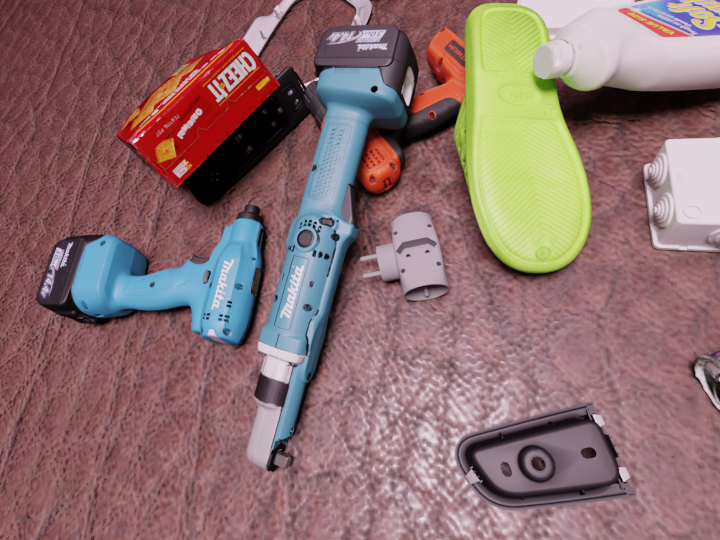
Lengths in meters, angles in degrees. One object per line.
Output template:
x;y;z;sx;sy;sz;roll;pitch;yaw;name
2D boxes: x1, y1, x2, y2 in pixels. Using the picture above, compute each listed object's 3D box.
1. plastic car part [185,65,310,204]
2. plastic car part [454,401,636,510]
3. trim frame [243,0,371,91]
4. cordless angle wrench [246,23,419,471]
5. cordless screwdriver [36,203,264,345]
-0.155;-0.177;0.550;0.071;0.063;0.202;33;79;36;plastic car part
0.132;0.139;0.308;0.118;0.068;0.068;-15;62;7;plastic car part
-0.090;-0.344;0.625;0.192;0.026;0.249;18;75;25;trim frame
-0.040;-0.026;0.411;0.102;0.071;0.424;12;83;23;cordless angle wrench
-0.233;-0.006;0.492;0.255;0.071;0.162;3;67;14;cordless screwdriver
